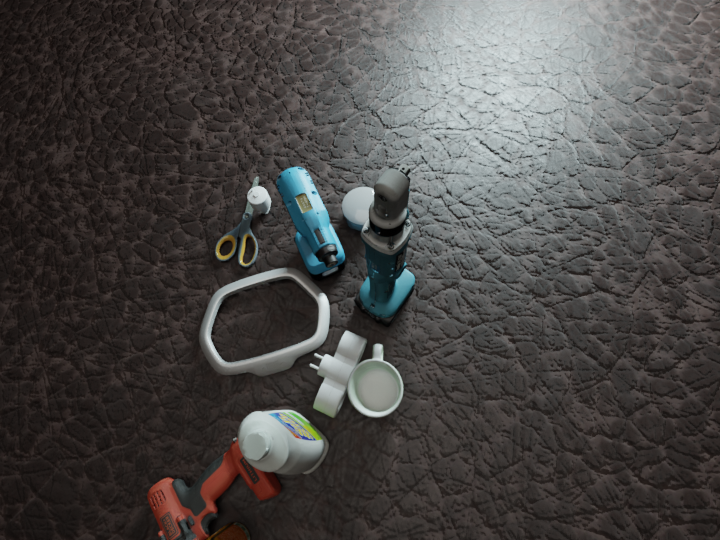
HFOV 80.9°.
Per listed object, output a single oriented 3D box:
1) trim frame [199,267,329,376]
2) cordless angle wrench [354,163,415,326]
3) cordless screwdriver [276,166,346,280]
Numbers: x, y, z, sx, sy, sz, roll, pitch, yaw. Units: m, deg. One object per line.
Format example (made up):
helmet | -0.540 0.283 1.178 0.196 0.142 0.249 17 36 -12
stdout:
trim frame | -0.177 0.094 0.772 0.249 0.027 0.190 -18 68 1
cordless angle wrench | 0.035 -0.014 0.579 0.077 0.411 0.098 34 76 13
cordless screwdriver | -0.068 -0.045 0.696 0.074 0.241 0.165 -24 70 -5
